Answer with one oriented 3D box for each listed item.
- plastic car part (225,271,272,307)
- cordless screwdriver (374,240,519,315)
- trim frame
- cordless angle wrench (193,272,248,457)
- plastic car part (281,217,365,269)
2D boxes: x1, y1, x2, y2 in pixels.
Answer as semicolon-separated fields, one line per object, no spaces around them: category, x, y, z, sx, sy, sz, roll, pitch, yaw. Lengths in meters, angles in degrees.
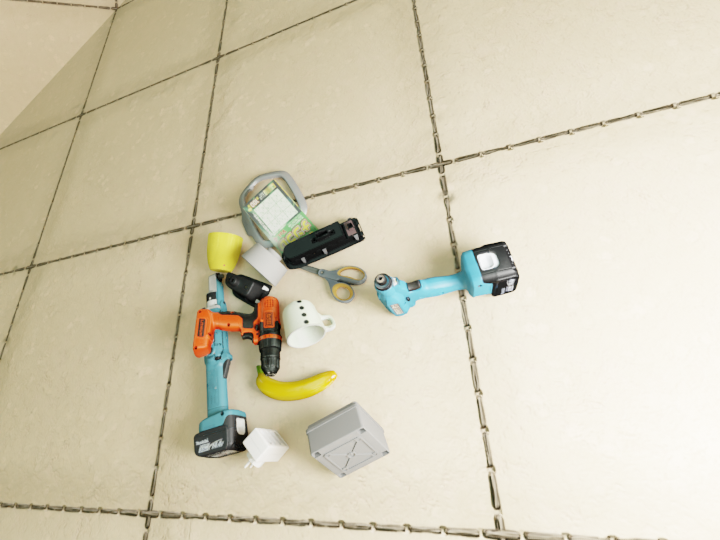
plastic car part;-0.283;0.038;1.017;0.122;0.067;0.066;20;76;27
cordless screwdriver;0.151;0.015;0.777;0.253;0.151;0.077;-16;62;15
trim frame;-0.237;-0.166;1.116;0.185;0.026;0.260;-35;59;5
cordless angle wrench;-0.328;0.191;0.969;0.099;0.070;0.439;-23;57;13
plastic car part;-0.096;-0.063;0.978;0.205;0.064;0.068;-25;71;12
